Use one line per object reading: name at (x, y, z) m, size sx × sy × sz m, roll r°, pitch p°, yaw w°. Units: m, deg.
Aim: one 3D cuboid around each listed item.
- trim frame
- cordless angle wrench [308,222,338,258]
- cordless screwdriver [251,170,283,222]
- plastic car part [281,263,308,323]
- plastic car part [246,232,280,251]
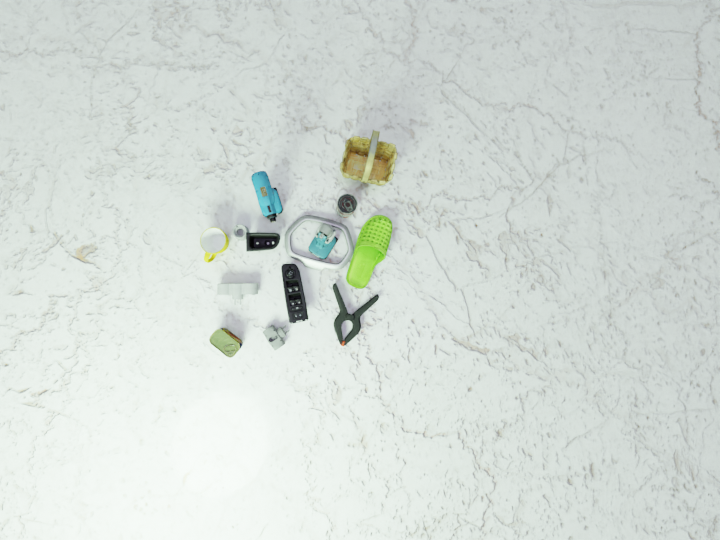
trim frame at (-0.145, -0.095, 1.481) m, size 0.249 × 0.027 × 0.185 m, roll 14°, pitch 84°, yaw 1°
cordless angle wrench at (-0.110, -0.099, 1.285) m, size 0.074 × 0.423 × 0.098 m, roll 33°, pitch 85°, yaw -4°
cordless screwdriver at (-0.298, -0.218, 1.382) m, size 0.074 × 0.249 × 0.160 m, roll -18°, pitch 88°, yaw -6°
plastic car part at (-0.226, 0.074, 1.443) m, size 0.066 × 0.067 × 0.204 m, roll -11°, pitch 85°, yaw -4°
plastic car part at (-0.332, -0.097, 1.458) m, size 0.116 × 0.071 × 0.066 m, roll -2°, pitch 86°, yaw -2°
